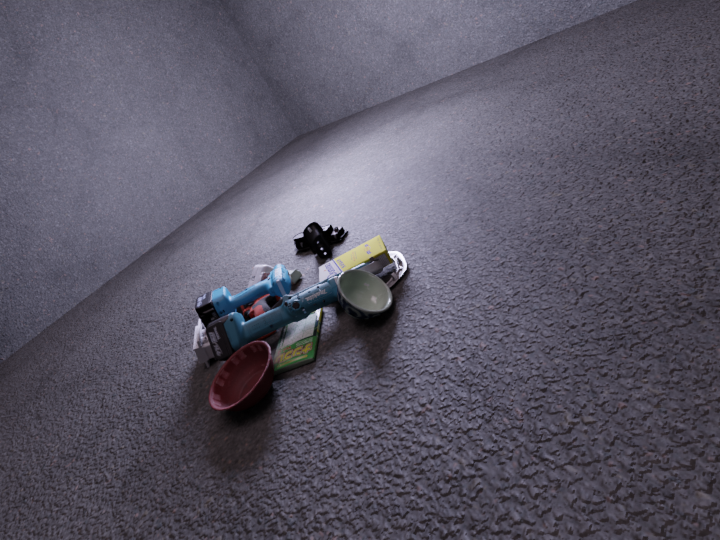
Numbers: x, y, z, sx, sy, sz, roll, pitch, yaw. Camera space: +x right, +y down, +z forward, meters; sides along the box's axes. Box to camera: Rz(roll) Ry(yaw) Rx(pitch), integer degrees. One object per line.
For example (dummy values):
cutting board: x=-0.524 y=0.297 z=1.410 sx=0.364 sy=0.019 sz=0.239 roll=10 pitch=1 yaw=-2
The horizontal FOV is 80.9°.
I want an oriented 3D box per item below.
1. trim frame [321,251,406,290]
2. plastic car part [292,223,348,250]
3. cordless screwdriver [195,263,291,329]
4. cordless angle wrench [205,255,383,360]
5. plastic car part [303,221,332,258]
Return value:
trim frame: x=-0.002 y=0.015 z=1.031 sx=0.259 sy=0.026 sz=0.184 roll=-9 pitch=35 yaw=35
plastic car part: x=-0.143 y=-0.107 z=1.355 sx=0.210 sy=0.064 sz=0.067 roll=-16 pitch=33 yaw=35
cordless screwdriver: x=-0.301 y=0.057 z=1.108 sx=0.248 sy=0.072 sz=0.164 roll=-23 pitch=22 yaw=-1
cordless angle wrench: x=-0.143 y=0.081 z=0.962 sx=0.425 sy=0.100 sz=0.072 roll=-26 pitch=-14 yaw=4
plastic car part: x=-0.121 y=-0.079 z=1.241 sx=0.066 sy=0.110 sz=0.075 roll=-31 pitch=48 yaw=-1
